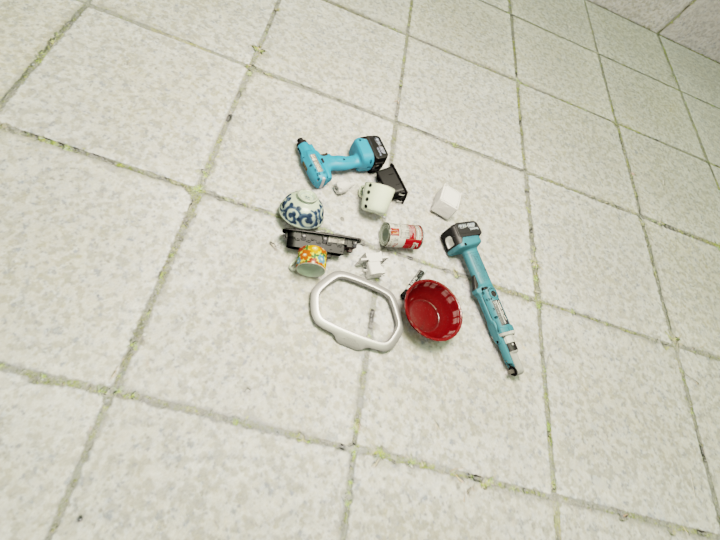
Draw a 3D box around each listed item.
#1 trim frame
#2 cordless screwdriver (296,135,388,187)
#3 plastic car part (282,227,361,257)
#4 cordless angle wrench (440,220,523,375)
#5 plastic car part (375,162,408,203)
[{"bbox_3d":[-0.007,0.099,1.032,0.244,0.027,0.187,22,57,-9],"label":"trim frame"},{"bbox_3d":[-0.056,-0.337,1.224,0.242,0.074,0.164,-20,71,-23],"label":"cordless screwdriver"},{"bbox_3d":[-0.105,-0.069,1.073,0.198,0.068,0.067,12,87,-15],"label":"plastic car part"},{"bbox_3d":[0.342,0.070,1.145,0.095,0.074,0.435,-8,68,-24],"label":"cordless angle wrench"},{"bbox_3d":[0.081,-0.251,1.236,0.070,0.065,0.120,-19,68,-13],"label":"plastic car part"}]
